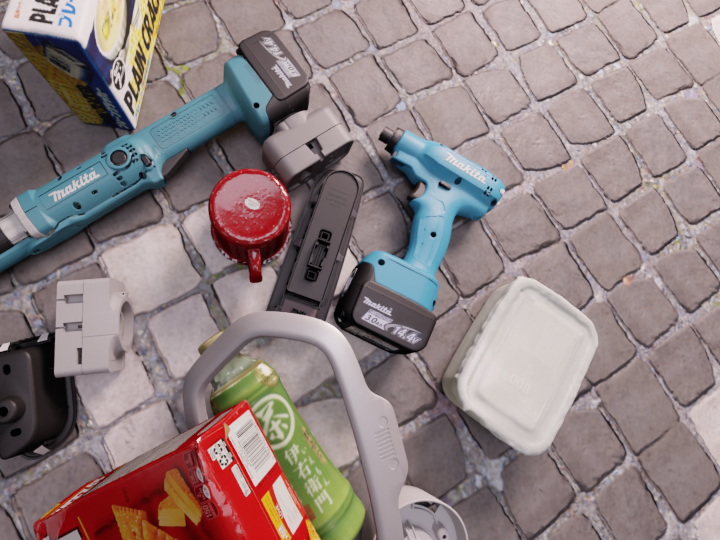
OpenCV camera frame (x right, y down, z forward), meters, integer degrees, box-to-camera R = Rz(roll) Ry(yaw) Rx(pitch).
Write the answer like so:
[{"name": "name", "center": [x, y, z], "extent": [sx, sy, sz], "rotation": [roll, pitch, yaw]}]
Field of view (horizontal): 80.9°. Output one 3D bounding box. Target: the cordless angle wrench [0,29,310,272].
[{"name": "cordless angle wrench", "center": [-0.247, -0.110, 0.453], "extent": [0.419, 0.074, 0.099], "rotation": [-36, 86, -11]}]

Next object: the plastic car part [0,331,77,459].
[{"name": "plastic car part", "center": [-0.311, 0.118, 0.392], "extent": [0.065, 0.071, 0.119], "rotation": [-14, 78, -12]}]

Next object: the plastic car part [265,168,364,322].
[{"name": "plastic car part", "center": [-0.046, -0.030, 0.468], "extent": [0.067, 0.066, 0.204], "rotation": [17, 73, 0]}]

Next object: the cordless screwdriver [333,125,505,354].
[{"name": "cordless screwdriver", "center": [0.047, -0.043, 0.476], "extent": [0.159, 0.074, 0.249], "rotation": [30, 71, -1]}]

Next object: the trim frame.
[{"name": "trim frame", "center": [-0.057, 0.155, 0.354], "extent": [0.188, 0.027, 0.249], "rotation": [-15, 88, 16]}]
